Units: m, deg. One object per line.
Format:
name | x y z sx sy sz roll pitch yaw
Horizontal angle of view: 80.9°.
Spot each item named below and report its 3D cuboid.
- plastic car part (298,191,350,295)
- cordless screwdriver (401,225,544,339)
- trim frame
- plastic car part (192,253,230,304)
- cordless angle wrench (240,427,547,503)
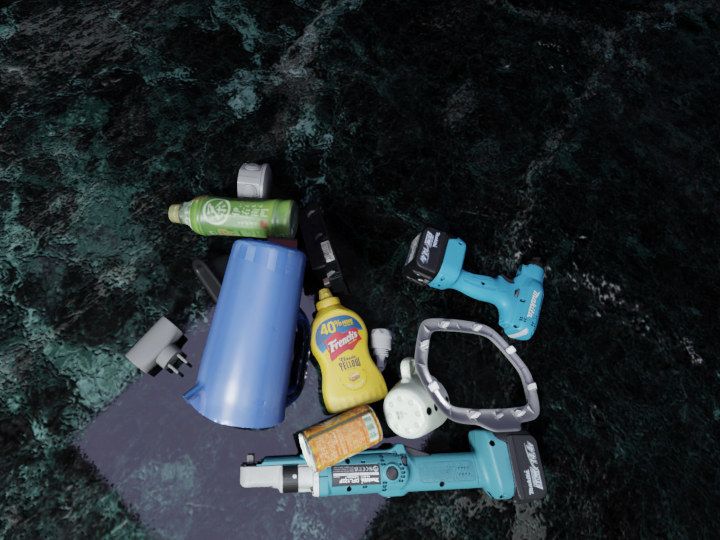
plastic car part | -0.072 -0.047 0.732 0.068 0.063 0.211 -22 55 9
cordless screwdriver | 0.210 -0.001 0.756 0.249 0.074 0.160 27 65 0
trim frame | 0.185 0.157 0.658 0.237 0.028 0.191 10 48 -29
plastic car part | -0.220 0.014 0.704 0.069 0.066 0.120 -26 69 -35
cordless angle wrench | 0.041 0.287 0.607 0.419 0.073 0.100 -1 67 -5
